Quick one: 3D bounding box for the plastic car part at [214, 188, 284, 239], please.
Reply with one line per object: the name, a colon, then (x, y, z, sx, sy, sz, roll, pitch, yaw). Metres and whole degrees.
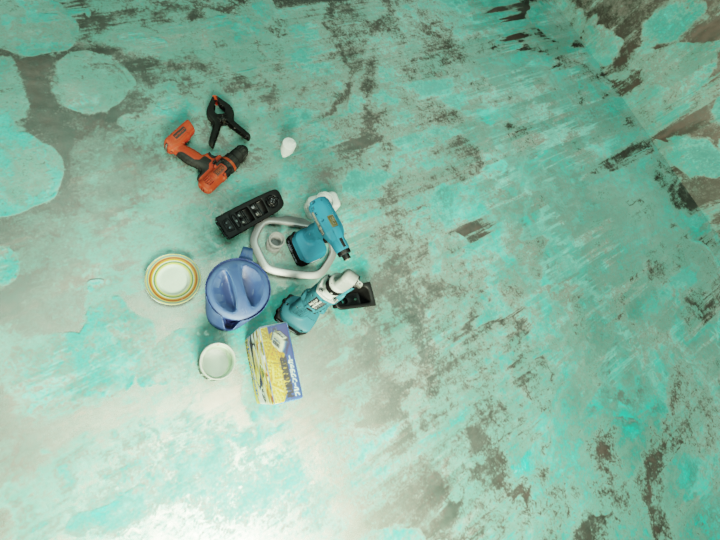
plastic car part: (-0.294, -0.150, 1.139, 0.199, 0.068, 0.067, -36, 88, -26)

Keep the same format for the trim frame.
trim frame: (-0.182, -0.068, 1.168, 0.242, 0.028, 0.188, 6, 69, -17)

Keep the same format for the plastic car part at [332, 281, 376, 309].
plastic car part: (-0.029, 0.077, 1.142, 0.113, 0.072, 0.067, -8, 76, -22)

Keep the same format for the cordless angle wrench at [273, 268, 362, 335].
cordless angle wrench: (-0.098, 0.065, 0.925, 0.097, 0.428, 0.074, 37, 64, -9)

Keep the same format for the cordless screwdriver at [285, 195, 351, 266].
cordless screwdriver: (-0.105, -0.068, 1.070, 0.072, 0.252, 0.161, -23, 83, -27)
